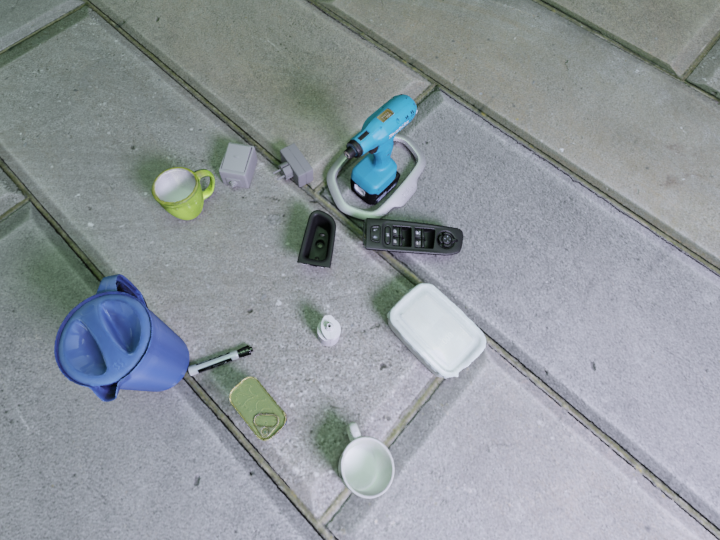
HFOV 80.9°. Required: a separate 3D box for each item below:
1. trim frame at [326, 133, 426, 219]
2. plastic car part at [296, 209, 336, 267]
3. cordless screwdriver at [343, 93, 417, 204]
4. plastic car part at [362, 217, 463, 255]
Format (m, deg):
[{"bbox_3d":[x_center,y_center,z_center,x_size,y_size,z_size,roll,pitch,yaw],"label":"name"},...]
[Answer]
[{"bbox_3d":[0.036,-0.217,0.948,0.189,0.027,0.247,35,71,14],"label":"trim frame"},{"bbox_3d":[-0.084,-0.055,0.856,0.066,0.069,0.118,9,68,1],"label":"plastic car part"},{"bbox_3d":[0.022,-0.214,0.829,0.076,0.244,0.158,43,72,11],"label":"cordless screwdriver"},{"bbox_3d":[0.105,-0.059,0.860,0.203,0.065,0.068,3,68,1],"label":"plastic car part"}]
